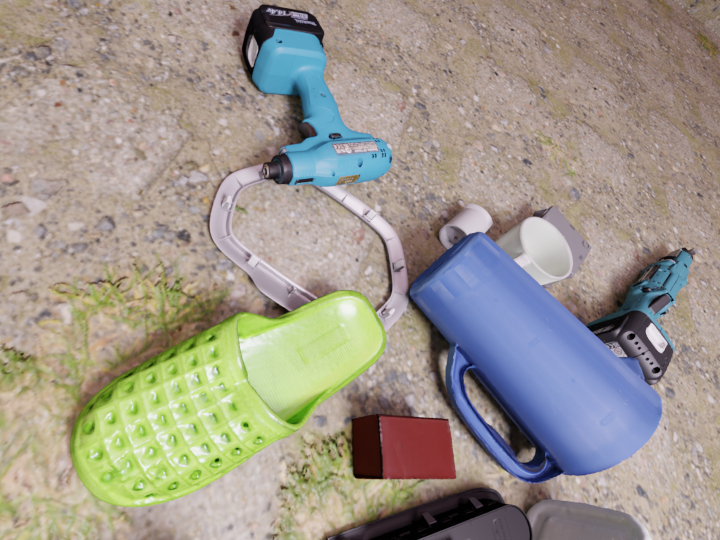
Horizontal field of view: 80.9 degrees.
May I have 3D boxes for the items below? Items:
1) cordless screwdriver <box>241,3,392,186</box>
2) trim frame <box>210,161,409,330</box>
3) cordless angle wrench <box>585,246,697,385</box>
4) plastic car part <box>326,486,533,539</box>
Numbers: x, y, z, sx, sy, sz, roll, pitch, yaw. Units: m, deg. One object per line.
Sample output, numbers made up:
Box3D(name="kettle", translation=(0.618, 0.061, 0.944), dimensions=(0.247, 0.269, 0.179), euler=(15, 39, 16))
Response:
Box3D(name="cordless screwdriver", translation=(-0.079, -0.206, 0.508), dimensions=(0.153, 0.075, 0.256), euler=(-14, 68, -33))
Box3D(name="trim frame", translation=(-0.046, -0.030, 0.470), dimensions=(0.245, 0.028, 0.184), euler=(35, 55, -8))
Box3D(name="cordless angle wrench", translation=(0.438, 0.043, 0.640), dimensions=(0.410, 0.099, 0.076), euler=(-26, 81, -39))
Box3D(name="plastic car part", translation=(0.072, 0.238, 0.364), dimensions=(0.195, 0.067, 0.069), euler=(-1, 59, -30))
